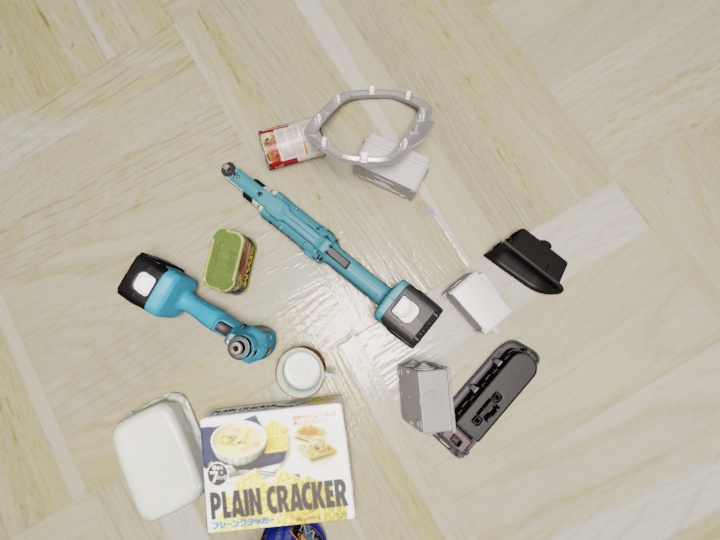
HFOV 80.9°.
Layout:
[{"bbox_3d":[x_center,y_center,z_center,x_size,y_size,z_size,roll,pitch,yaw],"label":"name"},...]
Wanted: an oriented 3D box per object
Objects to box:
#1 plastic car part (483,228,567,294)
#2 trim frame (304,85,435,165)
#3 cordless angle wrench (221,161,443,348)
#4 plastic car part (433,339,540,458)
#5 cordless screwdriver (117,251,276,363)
[{"bbox_3d":[0.270,-0.021,0.666,0.117,0.065,0.071,35,71,3],"label":"plastic car part"},{"bbox_3d":[0.020,-0.236,0.665,0.190,0.027,0.248,19,47,15],"label":"trim frame"},{"bbox_3d":[-0.066,-0.043,0.679,0.433,0.096,0.074,39,85,12],"label":"cordless angle wrench"},{"bbox_3d":[0.194,0.189,0.636,0.068,0.065,0.202,41,83,13],"label":"plastic car part"},{"bbox_3d":[-0.247,0.061,0.635,0.253,0.156,0.074,28,84,8],"label":"cordless screwdriver"}]
